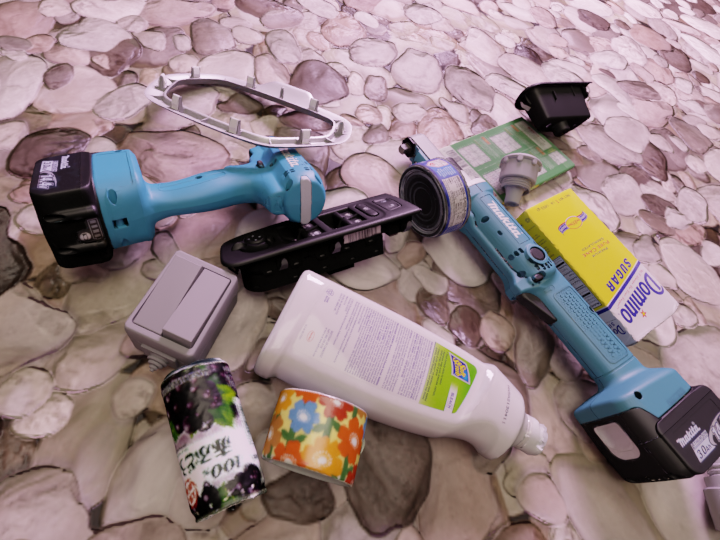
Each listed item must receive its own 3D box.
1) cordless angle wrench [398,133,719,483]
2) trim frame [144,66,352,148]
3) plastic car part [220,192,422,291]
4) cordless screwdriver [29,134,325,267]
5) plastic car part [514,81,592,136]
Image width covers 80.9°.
[{"bbox_3d":[0.176,-0.002,0.459,0.095,0.073,0.440,-22,64,-25],"label":"cordless angle wrench"},{"bbox_3d":[-0.127,-0.193,0.487,0.257,0.027,0.181,24,35,17],"label":"trim frame"},{"bbox_3d":[-0.042,-0.027,0.427,0.198,0.065,0.070,-15,37,-21],"label":"plastic car part"},{"bbox_3d":[-0.173,-0.089,0.422,0.243,0.072,0.168,-12,38,-18],"label":"cordless screwdriver"},{"bbox_3d":[0.285,-0.230,0.615,0.113,0.066,0.072,-13,75,-26],"label":"plastic car part"}]
